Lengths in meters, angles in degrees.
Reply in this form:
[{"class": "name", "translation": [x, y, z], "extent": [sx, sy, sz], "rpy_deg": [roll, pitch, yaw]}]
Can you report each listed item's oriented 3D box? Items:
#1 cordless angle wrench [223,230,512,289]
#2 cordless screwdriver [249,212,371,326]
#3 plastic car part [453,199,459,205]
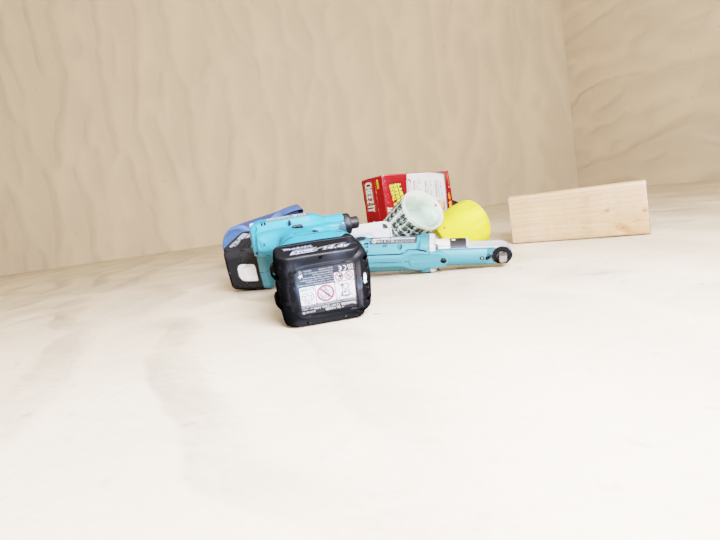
[{"class": "cordless angle wrench", "translation": [0.000, -0.023, 0.646], "extent": [0.434, 0.072, 0.098], "rpy_deg": [-2, 26, 16]}, {"class": "cordless screwdriver", "translation": [-0.047, -0.026, 0.519], "extent": [0.156, 0.073, 0.259], "rpy_deg": [-12, 21, -14]}, {"class": "plastic car part", "translation": [0.238, -0.143, 1.152], "extent": [0.063, 0.114, 0.075], "rpy_deg": [-12, 31, -41]}]
